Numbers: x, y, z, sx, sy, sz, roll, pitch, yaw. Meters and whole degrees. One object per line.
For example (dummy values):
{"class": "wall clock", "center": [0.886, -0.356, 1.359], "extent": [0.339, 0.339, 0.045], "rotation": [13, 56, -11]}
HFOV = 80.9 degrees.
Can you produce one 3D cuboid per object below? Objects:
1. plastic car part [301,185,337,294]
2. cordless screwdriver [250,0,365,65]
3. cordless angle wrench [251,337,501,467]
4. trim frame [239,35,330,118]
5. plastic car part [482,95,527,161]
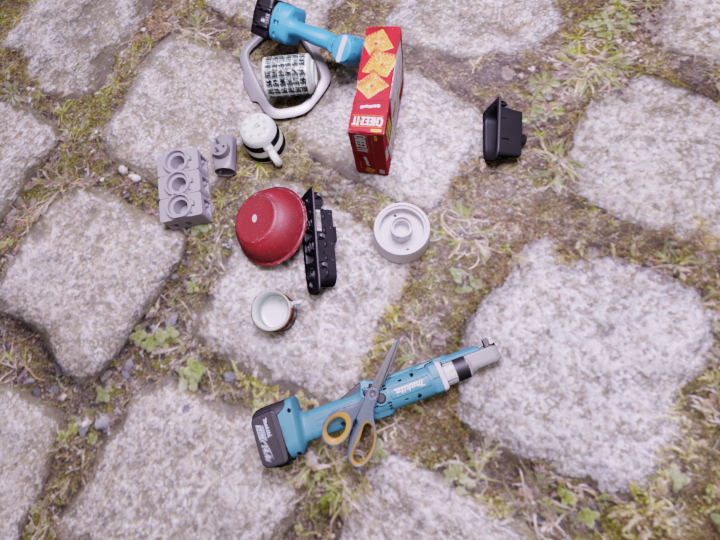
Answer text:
{"class": "plastic car part", "center": [-0.078, -0.051, 0.798], "extent": [0.064, 0.068, 0.207], "rotation": [9, 70, -32]}
{"class": "cordless screwdriver", "center": [-0.092, -0.488, 0.876], "extent": [0.256, 0.156, 0.073], "rotation": [29, 121, 14]}
{"class": "cordless angle wrench", "center": [0.031, 0.210, 0.705], "extent": [0.424, 0.072, 0.100], "rotation": [-21, 74, 2]}
{"class": "trim frame", "center": [-0.173, -0.442, 0.936], "extent": [0.184, 0.027, 0.255], "rotation": [-27, 74, 1]}
{"class": "plastic car part", "center": [0.274, -0.255, 0.794], "extent": [0.070, 0.066, 0.118], "rotation": [3, 79, -6]}
